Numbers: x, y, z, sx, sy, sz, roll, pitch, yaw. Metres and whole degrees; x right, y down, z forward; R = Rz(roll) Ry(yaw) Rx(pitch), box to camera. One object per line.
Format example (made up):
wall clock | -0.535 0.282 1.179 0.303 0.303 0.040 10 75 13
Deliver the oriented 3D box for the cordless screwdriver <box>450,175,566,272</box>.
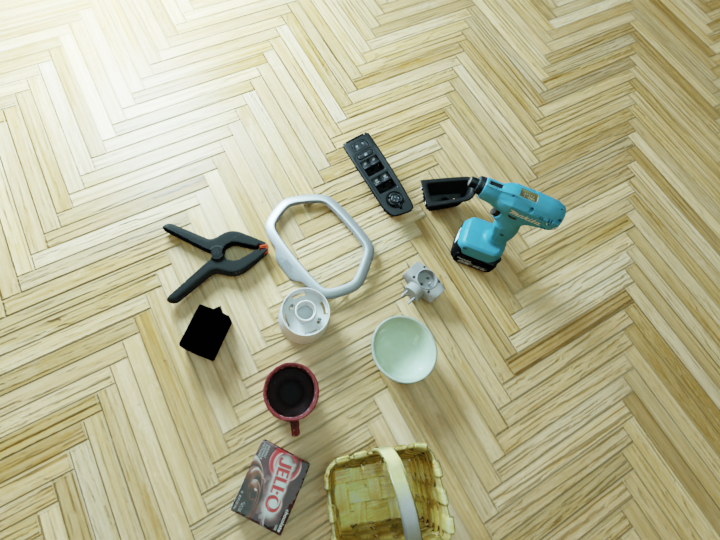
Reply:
cordless screwdriver | 0.238 -0.088 0.797 0.160 0.246 0.075 25 69 0

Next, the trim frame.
trim frame | -0.085 -0.056 0.870 0.182 0.027 0.255 -37 76 -18

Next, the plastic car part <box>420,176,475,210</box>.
plastic car part | 0.184 -0.159 0.914 0.115 0.070 0.068 -7 71 -10

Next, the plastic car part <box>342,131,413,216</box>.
plastic car part | 0.036 -0.197 0.917 0.065 0.066 0.209 -28 74 -17
